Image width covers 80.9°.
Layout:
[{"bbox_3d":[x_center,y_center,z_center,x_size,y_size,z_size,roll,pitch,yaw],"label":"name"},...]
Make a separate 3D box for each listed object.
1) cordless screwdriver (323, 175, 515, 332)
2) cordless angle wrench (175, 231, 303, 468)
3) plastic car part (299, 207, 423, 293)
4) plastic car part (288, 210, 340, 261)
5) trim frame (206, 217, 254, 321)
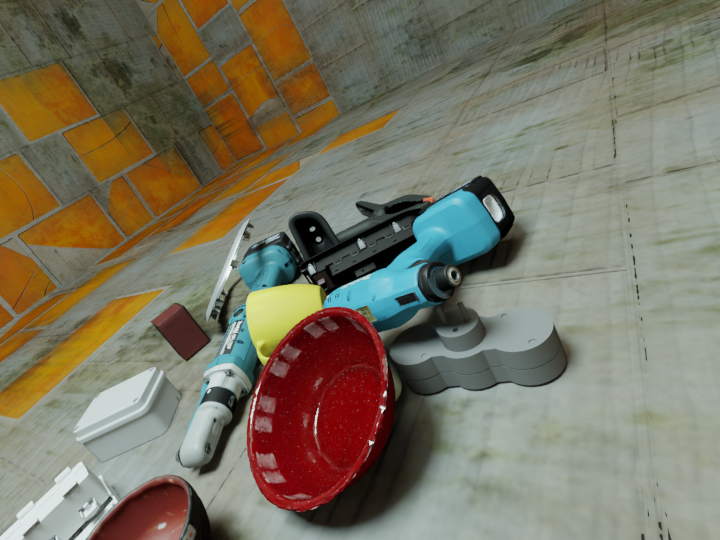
[{"bbox_3d":[0.084,-0.023,0.438,0.244,0.074,0.163,-38,8,-38],"label":"cordless screwdriver"},{"bbox_3d":[-0.161,0.079,0.604,0.100,0.071,0.432,-24,28,15],"label":"cordless angle wrench"},{"bbox_3d":[0.017,-0.022,0.604,0.203,0.063,0.070,-29,33,3],"label":"plastic car part"},{"bbox_3d":[-0.068,-0.045,0.697,0.066,0.117,0.070,-29,-2,2],"label":"plastic car part"},{"bbox_3d":[-0.231,-0.003,0.758,0.183,0.027,0.256,-65,17,9],"label":"trim frame"}]
